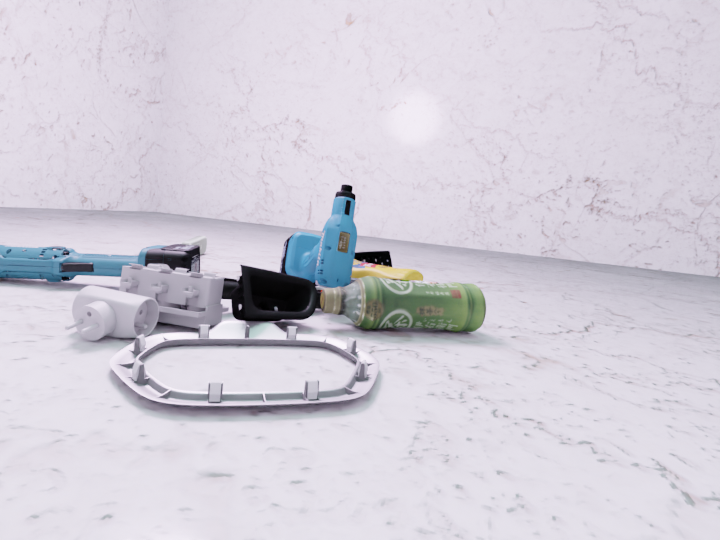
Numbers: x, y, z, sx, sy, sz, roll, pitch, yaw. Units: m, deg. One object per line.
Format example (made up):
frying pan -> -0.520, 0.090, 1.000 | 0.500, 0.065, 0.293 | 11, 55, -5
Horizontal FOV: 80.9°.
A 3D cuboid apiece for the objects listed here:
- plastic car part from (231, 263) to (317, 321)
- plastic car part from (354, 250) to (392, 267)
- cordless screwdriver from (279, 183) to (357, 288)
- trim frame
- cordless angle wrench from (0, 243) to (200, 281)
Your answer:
plastic car part -> -0.118, 0.041, 0.541 | 0.073, 0.068, 0.110 | -28, -28, 36
plastic car part -> 0.000, -0.012, 0.999 | 0.070, 0.066, 0.194 | -2, 2, 36
cordless screwdriver -> -0.071, -0.046, 0.727 | 0.072, 0.160, 0.255 | 12, -9, -21
trim frame -> -0.101, 0.081, 0.400 | 0.243, 0.027, 0.190 | 1, 8, -16
cordless angle wrench -> -0.470, -0.010, 0.655 | 0.420, 0.074, 0.099 | 2, 7, -4
